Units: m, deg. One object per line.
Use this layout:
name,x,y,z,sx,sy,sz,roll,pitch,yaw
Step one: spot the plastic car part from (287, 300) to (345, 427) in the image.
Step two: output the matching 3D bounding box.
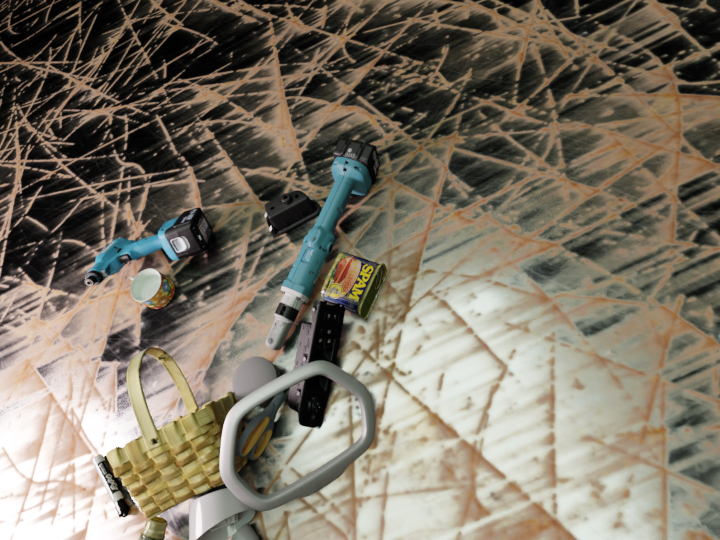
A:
plastic car part,-0.080,0.151,0.696,0.070,0.063,0.204,0,78,34

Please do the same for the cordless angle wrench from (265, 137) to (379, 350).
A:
cordless angle wrench,-0.078,-0.051,0.797,0.077,0.094,0.424,19,75,18

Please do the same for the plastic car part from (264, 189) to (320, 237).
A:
plastic car part,-0.148,-0.129,0.864,0.117,0.068,0.069,-27,63,6

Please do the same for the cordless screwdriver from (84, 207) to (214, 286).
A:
cordless screwdriver,-0.438,-0.042,0.876,0.252,0.071,0.163,-16,29,10

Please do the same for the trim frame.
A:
trim frame,-0.092,0.247,0.637,0.244,0.028,0.184,-27,91,-17
